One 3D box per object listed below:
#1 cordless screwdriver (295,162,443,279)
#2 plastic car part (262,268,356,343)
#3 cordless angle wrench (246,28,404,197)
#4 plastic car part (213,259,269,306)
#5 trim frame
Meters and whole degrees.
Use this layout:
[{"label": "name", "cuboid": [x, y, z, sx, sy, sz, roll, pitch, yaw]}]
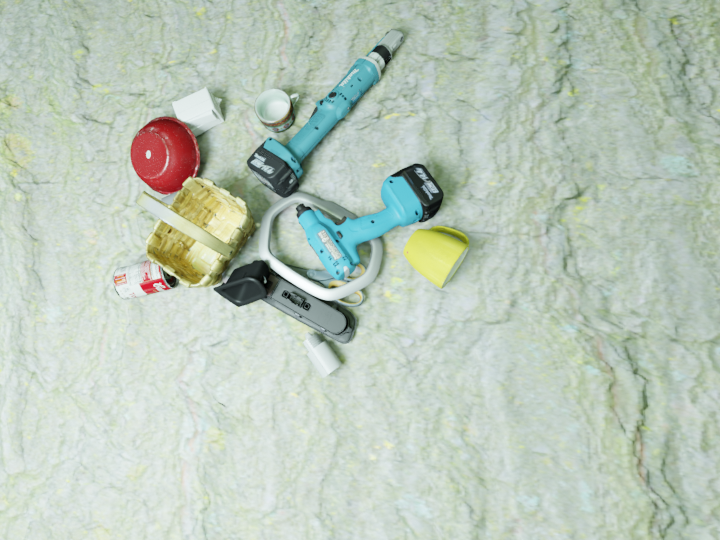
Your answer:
[{"label": "cordless screwdriver", "cuboid": [0.013, -0.110, 0.772, 0.247, 0.072, 0.164, -33, 72, -8]}, {"label": "plastic car part", "cuboid": [-0.099, 0.063, 0.778, 0.207, 0.066, 0.066, 28, 77, 10]}, {"label": "cordless angle wrench", "cuboid": [-0.051, -0.331, 0.846, 0.103, 0.071, 0.422, 36, 81, 29]}, {"label": "plastic car part", "cuboid": [-0.207, 0.015, 0.785, 0.120, 0.063, 0.072, -21, 41, 38]}, {"label": "trim frame", "cuboid": [-0.078, -0.051, 0.799, 0.256, 0.027, 0.184, 30, 74, 14]}]
